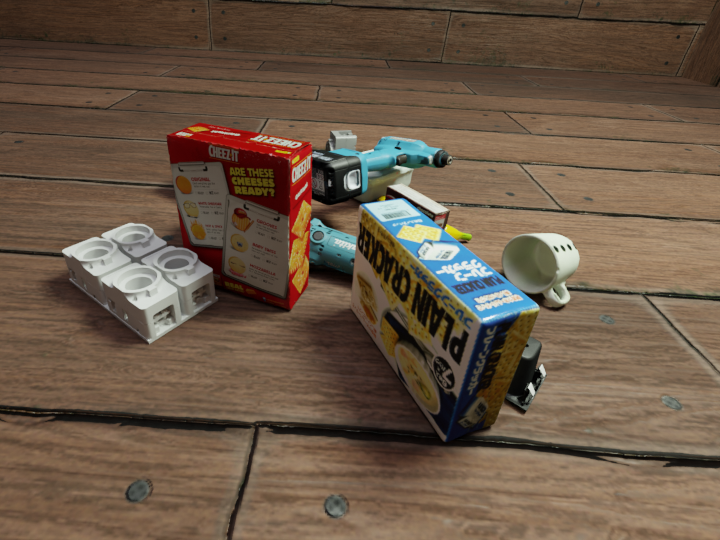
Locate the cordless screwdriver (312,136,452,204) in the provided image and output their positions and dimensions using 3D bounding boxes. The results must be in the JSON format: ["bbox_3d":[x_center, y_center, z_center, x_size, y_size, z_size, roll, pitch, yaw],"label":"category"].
[{"bbox_3d":[0.029,-0.181,0.735,0.242,0.072,0.168,-26,35,-35],"label":"cordless screwdriver"}]

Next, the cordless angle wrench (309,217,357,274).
[{"bbox_3d":[-0.062,-0.040,0.631,0.436,0.072,0.098,19,65,15],"label":"cordless angle wrench"}]

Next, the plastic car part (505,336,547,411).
[{"bbox_3d":[0.149,0.085,0.473,0.122,0.069,0.064,30,39,29],"label":"plastic car part"}]
